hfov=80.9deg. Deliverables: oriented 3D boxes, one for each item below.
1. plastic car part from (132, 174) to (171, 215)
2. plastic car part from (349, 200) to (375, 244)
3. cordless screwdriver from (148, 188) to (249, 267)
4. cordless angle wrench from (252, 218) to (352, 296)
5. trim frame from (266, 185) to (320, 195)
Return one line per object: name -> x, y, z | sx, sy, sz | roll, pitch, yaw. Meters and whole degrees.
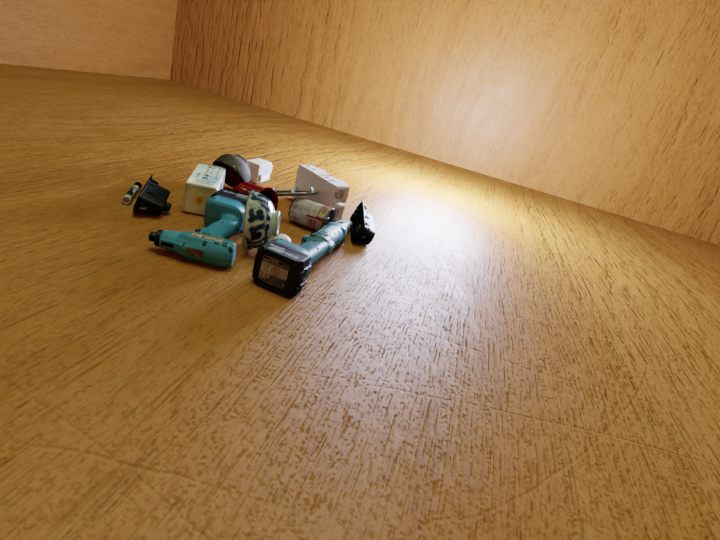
plastic car part -> -0.457, -0.155, 0.941 | 0.068, 0.066, 0.122 | 21, 23, -26
plastic car part -> 0.006, -0.118, 1.122 | 0.066, 0.067, 0.206 | 39, 19, -13
cordless screwdriver -> -0.312, -0.094, 0.868 | 0.158, 0.073, 0.255 | 12, 28, -6
cordless angle wrench -> -0.090, -0.059, 0.922 | 0.100, 0.073, 0.417 | 20, 22, 10
trim frame -> -0.221, -0.218, 1.157 | 0.177, 0.027, 0.262 | -11, 18, -37
